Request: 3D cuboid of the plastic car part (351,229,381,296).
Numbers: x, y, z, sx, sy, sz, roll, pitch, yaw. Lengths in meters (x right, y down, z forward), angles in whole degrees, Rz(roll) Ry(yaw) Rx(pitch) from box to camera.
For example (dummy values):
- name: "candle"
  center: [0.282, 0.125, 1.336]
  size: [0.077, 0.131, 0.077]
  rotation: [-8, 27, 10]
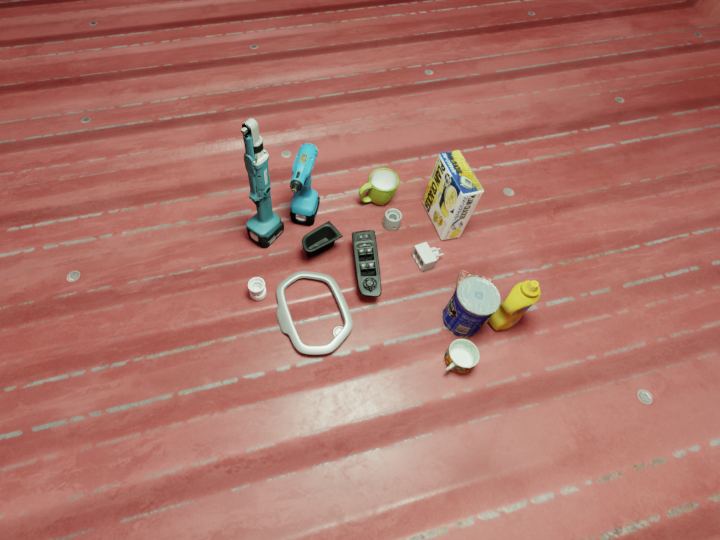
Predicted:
- name: "plastic car part"
  center: [0.016, -0.012, 1.164]
  size: [0.066, 0.065, 0.210]
  rotation: [-3, 57, -6]

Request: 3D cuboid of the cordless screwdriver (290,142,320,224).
- name: "cordless screwdriver"
  center: [-0.162, -0.216, 1.187]
  size: [0.075, 0.243, 0.162]
  rotation: [12, 58, 1]

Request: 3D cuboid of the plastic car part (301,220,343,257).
- name: "plastic car part"
  center: [-0.117, -0.077, 1.200]
  size: [0.114, 0.069, 0.069]
  rotation: [-32, 65, -21]

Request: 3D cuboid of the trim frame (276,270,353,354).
- name: "trim frame"
  center: [-0.126, 0.104, 1.107]
  size: [0.181, 0.027, 0.259]
  rotation: [-18, 59, -13]

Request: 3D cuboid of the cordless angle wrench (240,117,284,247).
- name: "cordless angle wrench"
  center: [-0.258, -0.215, 1.082]
  size: [0.077, 0.413, 0.097]
  rotation: [33, 60, 13]
